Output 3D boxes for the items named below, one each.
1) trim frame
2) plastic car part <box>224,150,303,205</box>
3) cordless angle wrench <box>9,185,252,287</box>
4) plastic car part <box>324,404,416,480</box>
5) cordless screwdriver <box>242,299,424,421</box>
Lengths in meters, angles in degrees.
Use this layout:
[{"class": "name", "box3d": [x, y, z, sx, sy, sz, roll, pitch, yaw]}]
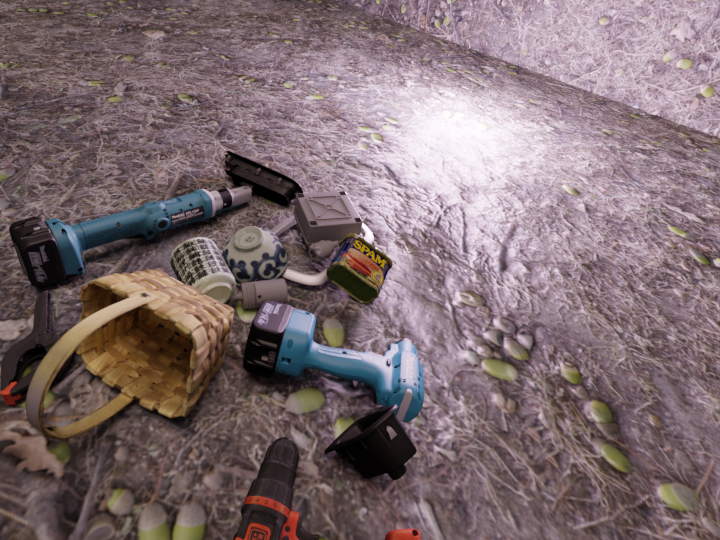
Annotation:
[{"class": "trim frame", "box3d": [-0.081, -0.053, 0.827, 0.192, 0.027, 0.244, 29, 43, 21]}, {"class": "plastic car part", "box3d": [-0.220, -0.196, 0.932, 0.208, 0.064, 0.067, 22, 52, 12]}, {"class": "cordless angle wrench", "box3d": [-0.373, -0.094, 0.768, 0.078, 0.096, 0.410, 36, 44, 28]}, {"class": "plastic car part", "box3d": [0.021, 0.211, 0.499, 0.064, 0.118, 0.072, -31, 82, -39]}, {"class": "cordless screwdriver", "box3d": [-0.033, 0.113, 0.609, 0.252, 0.073, 0.159, 17, 21, 5]}]
